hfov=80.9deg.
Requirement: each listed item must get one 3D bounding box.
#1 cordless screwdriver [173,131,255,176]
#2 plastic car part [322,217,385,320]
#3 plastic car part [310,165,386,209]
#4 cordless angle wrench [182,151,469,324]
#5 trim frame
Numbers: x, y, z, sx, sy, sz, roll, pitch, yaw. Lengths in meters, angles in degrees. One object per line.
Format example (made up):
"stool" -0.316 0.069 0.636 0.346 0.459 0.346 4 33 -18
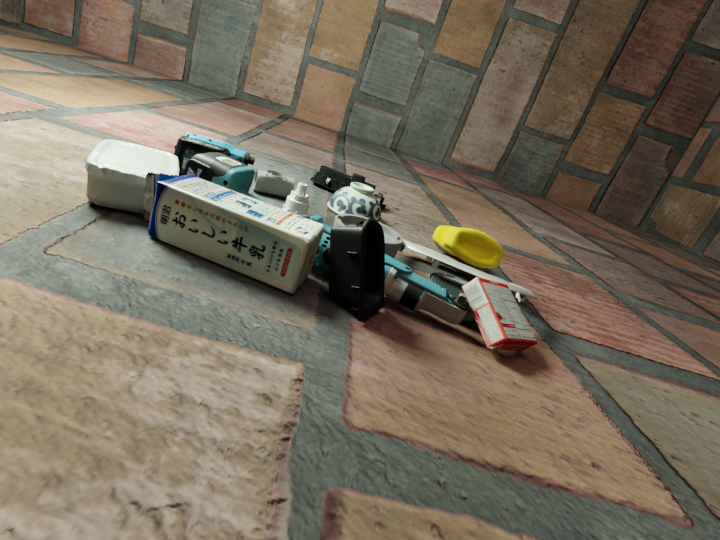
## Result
"cordless screwdriver" -0.295 -0.230 0.869 0.155 0.074 0.258 12 19 -18
"plastic car part" -0.012 -0.007 0.518 0.074 0.115 0.064 3 11 29
"plastic car part" -0.030 -0.210 1.048 0.208 0.066 0.065 21 28 13
"cordless angle wrench" -0.057 -0.037 0.583 0.433 0.097 0.073 28 22 12
"trim frame" 0.160 -0.004 0.687 0.255 0.027 0.180 22 8 11
